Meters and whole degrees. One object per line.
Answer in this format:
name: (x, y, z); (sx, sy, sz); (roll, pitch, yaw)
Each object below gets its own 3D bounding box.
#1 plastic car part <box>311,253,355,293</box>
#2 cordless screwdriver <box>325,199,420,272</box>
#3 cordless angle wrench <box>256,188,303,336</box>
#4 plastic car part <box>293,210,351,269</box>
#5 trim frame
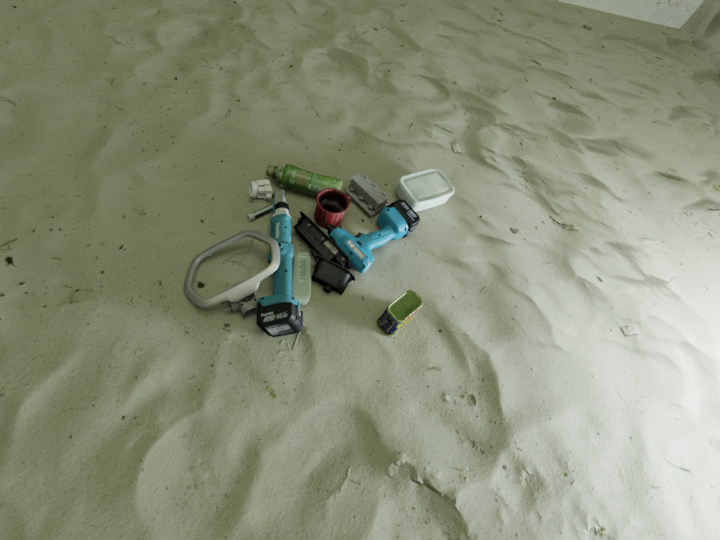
plastic car part: (-0.078, 0.019, 1.075); (0.118, 0.065, 0.071); (30, 70, 4)
cordless screwdriver: (0.034, -0.116, 1.174); (0.244, 0.073, 0.164); (-36, 74, -26)
cordless angle wrench: (-0.201, -0.046, 1.067); (0.099, 0.071, 0.437); (-14, 55, 10)
plastic car part: (-0.110, -0.072, 1.130); (0.067, 0.064, 0.210); (-38, 70, -6)
trim frame: (-0.309, -0.007, 1.015); (0.246, 0.026, 0.194); (-29, 53, -9)
